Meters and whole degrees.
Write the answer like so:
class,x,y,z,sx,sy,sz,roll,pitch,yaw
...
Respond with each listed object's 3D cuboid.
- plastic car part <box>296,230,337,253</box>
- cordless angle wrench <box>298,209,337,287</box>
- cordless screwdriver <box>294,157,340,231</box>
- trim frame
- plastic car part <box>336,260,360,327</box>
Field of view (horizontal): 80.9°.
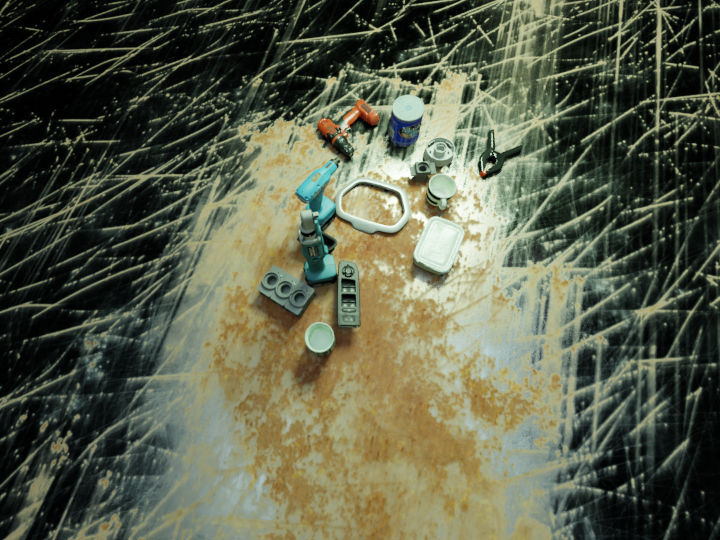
class,x,y,z,sx,sy,sz,roll,pitch,yaw
plastic car part,-0.127,-0.083,1.301,0.120,0.069,0.066,29,73,14
cordless angle wrench,-0.120,-0.054,1.104,0.098,0.412,0.076,-10,71,-3
cordless screwdriver,-0.113,-0.222,1.262,0.076,0.242,0.158,38,75,12
trim frame,0.039,-0.209,1.359,0.254,0.027,0.185,18,71,12
plastic car part,-0.035,0.070,1.233,0.067,0.065,0.207,-2,68,2
